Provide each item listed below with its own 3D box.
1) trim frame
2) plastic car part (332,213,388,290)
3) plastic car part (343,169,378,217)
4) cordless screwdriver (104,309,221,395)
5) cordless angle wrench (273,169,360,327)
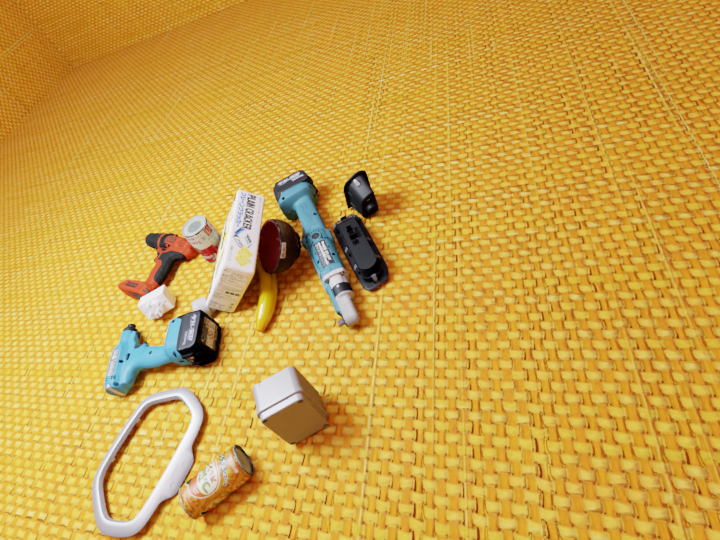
[{"bbox_3d":[-0.374,0.327,0.746,0.193,0.026,0.250,7,56,31],"label":"trim frame"},{"bbox_3d":[-0.003,-0.050,0.848,0.066,0.064,0.213,-23,50,-4],"label":"plastic car part"},{"bbox_3d":[0.008,-0.152,0.897,0.066,0.113,0.073,-33,72,-4],"label":"plastic car part"},{"bbox_3d":[-0.412,0.148,0.878,0.252,0.070,0.165,-22,47,13],"label":"cordless screwdriver"},{"bbox_3d":[-0.087,-0.057,0.888,0.098,0.070,0.444,-29,49,2],"label":"cordless angle wrench"}]
